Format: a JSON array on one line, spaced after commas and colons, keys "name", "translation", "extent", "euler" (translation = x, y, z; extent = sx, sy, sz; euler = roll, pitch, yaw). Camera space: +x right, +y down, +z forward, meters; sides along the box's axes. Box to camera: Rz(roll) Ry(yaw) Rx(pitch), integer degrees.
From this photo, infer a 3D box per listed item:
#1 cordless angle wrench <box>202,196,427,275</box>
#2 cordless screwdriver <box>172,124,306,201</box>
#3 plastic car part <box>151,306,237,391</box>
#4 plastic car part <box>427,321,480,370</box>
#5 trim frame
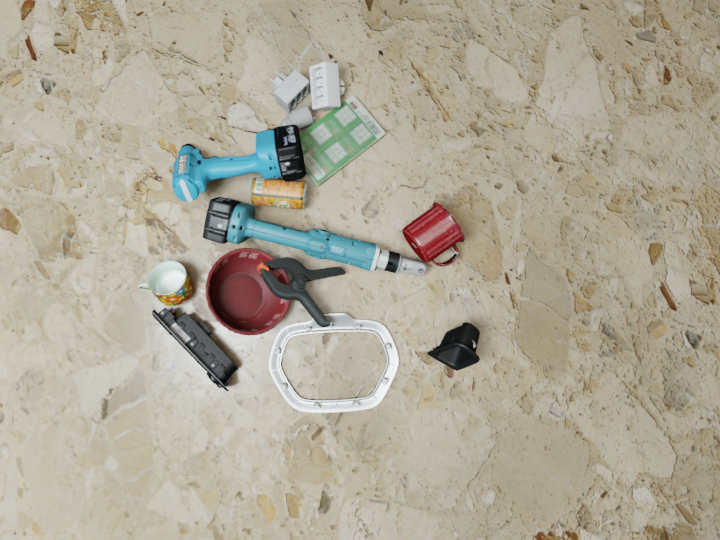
[{"name": "cordless angle wrench", "translation": [-0.078, -0.051, 0.802], "extent": [0.421, 0.099, 0.074], "euler": [14, 102, -2]}, {"name": "cordless screwdriver", "translation": [-0.235, -0.219, 0.812], "extent": [0.248, 0.071, 0.166], "euler": [-14, 47, -4]}, {"name": "plastic car part", "translation": [-0.305, 0.141, 0.798], "extent": [0.066, 0.066, 0.205], "euler": [-38, 83, -31]}, {"name": "plastic car part", "translation": [0.184, 0.131, 0.774], "extent": [0.066, 0.116, 0.071], "euler": [29, 61, -1]}, {"name": "trim frame", "translation": [-0.051, 0.175, 0.806], "extent": [0.249, 0.027, 0.186], "euler": [-2, 82, 2]}]
